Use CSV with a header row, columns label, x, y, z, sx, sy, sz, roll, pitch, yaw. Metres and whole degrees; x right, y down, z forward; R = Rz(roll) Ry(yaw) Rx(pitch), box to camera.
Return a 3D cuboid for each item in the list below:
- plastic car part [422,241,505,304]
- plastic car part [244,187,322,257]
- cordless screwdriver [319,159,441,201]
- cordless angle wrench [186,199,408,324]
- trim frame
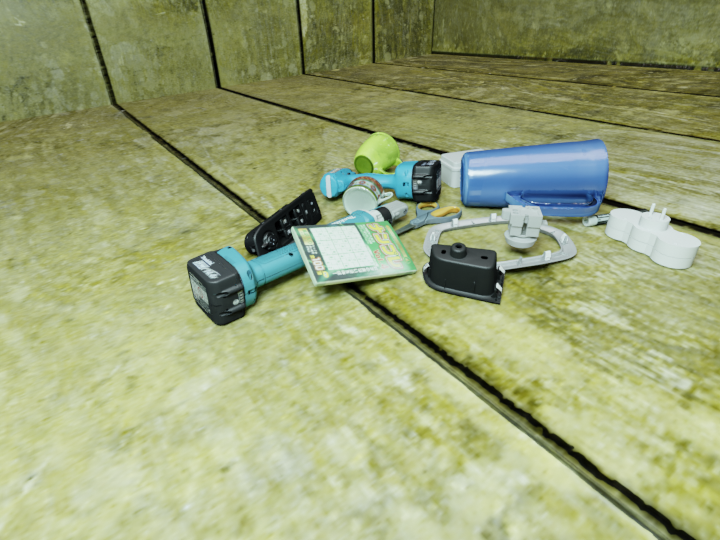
label,x,y,z,sx,sy,sz,roll,pitch,yaw
plastic car part,0.146,-0.007,0.604,0.121,0.068,0.066,12,46,19
plastic car part,-0.147,-0.084,0.776,0.070,0.064,0.202,1,31,24
cordless screwdriver,0.048,-0.201,0.927,0.257,0.072,0.158,3,23,18
cordless angle wrench,-0.068,-0.045,0.697,0.411,0.072,0.104,-26,39,-33
trim frame,0.228,-0.049,0.710,0.246,0.027,0.192,-7,33,-8
